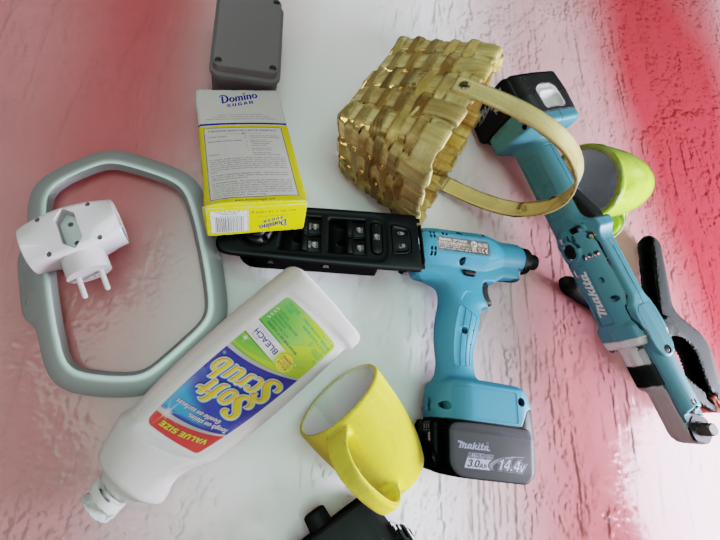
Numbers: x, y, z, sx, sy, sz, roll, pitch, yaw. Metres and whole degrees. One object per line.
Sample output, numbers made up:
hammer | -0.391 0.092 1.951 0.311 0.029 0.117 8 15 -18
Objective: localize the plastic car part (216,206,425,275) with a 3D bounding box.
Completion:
plastic car part | -0.043 -0.028 0.435 0.200 0.066 0.068 6 67 -7

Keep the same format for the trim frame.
trim frame | -0.230 -0.006 0.410 0.180 0.028 0.253 -13 77 -17

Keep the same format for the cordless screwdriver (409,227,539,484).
cordless screwdriver | 0.127 0.077 0.439 0.156 0.074 0.254 5 68 -12

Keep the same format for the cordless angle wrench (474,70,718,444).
cordless angle wrench | 0.256 -0.028 0.474 0.073 0.098 0.433 -13 73 -19

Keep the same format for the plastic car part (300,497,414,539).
plastic car part | -0.016 0.238 0.364 0.115 0.064 0.074 -26 67 -16
